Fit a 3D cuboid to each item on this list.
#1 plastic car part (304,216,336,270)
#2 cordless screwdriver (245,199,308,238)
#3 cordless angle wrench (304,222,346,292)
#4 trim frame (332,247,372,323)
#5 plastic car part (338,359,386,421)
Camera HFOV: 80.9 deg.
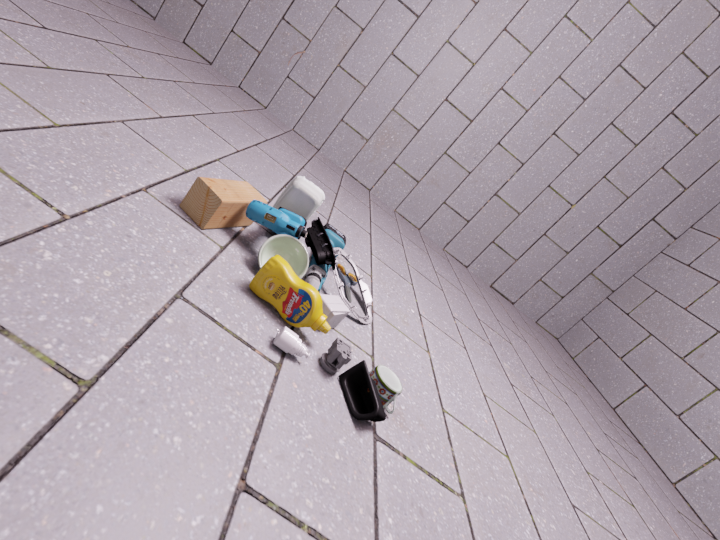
[{"bbox_3d":[-0.113,-0.074,1.157,0.065,0.065,0.213,-3,34,-23],"label":"plastic car part"},{"bbox_3d":[-0.193,-0.121,1.121,0.162,0.074,0.245,26,3,6],"label":"cordless screwdriver"},{"bbox_3d":[-0.112,-0.028,1.216,0.096,0.075,0.428,36,20,-11],"label":"cordless angle wrench"},{"bbox_3d":[-0.023,0.036,1.194,0.174,0.028,0.259,37,27,-49],"label":"trim frame"},{"bbox_3d":[0.013,0.248,0.823,0.067,0.066,0.122,44,15,-41],"label":"plastic car part"}]
